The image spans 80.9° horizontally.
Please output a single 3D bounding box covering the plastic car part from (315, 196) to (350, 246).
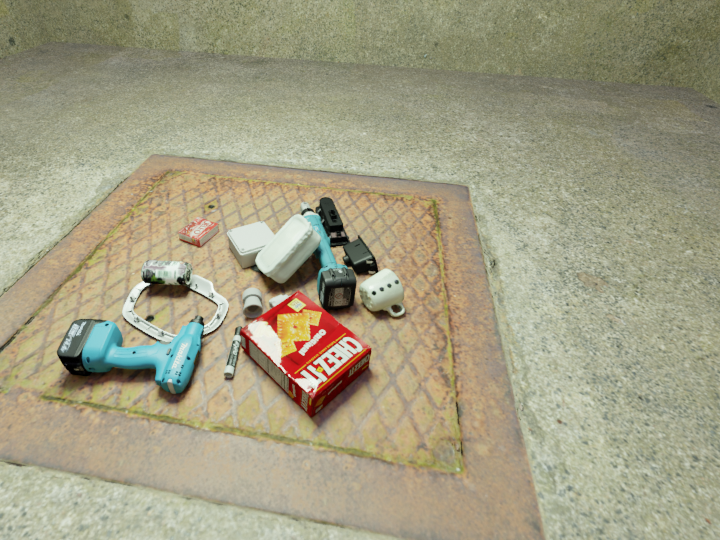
[{"bbox_3d":[-0.088,-0.150,1.221,0.065,0.065,0.213,-13,39,-10],"label":"plastic car part"}]

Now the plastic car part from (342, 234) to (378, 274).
[{"bbox_3d":[-0.009,-0.034,1.089,0.070,0.063,0.123,-24,42,-10],"label":"plastic car part"}]

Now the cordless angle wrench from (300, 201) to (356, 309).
[{"bbox_3d":[-0.108,-0.071,1.104,0.073,0.095,0.443,-5,37,-17],"label":"cordless angle wrench"}]

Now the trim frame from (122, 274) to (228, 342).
[{"bbox_3d":[-0.420,0.075,0.960,0.259,0.027,0.182,20,42,22],"label":"trim frame"}]

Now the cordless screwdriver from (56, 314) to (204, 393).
[{"bbox_3d":[-0.440,0.143,0.833,0.250,0.072,0.163,8,47,1],"label":"cordless screwdriver"}]
